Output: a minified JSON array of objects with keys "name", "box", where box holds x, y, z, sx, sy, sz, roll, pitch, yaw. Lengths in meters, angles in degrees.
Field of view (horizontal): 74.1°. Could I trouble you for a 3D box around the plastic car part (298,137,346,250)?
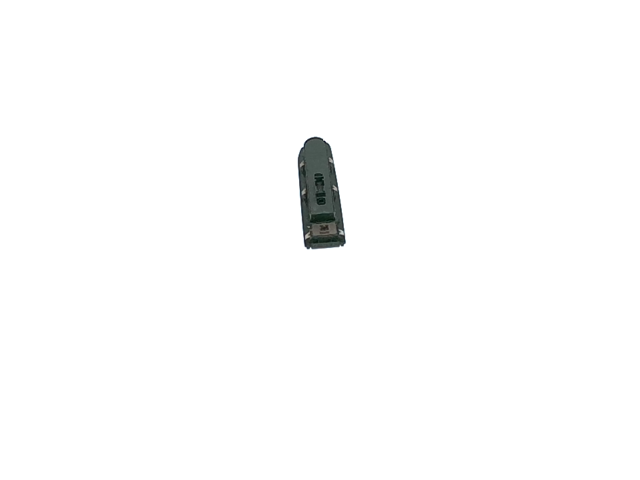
[{"name":"plastic car part","box":[-0.004,-0.088,0.696,0.066,0.202,0.067,-9,-27,6]}]
